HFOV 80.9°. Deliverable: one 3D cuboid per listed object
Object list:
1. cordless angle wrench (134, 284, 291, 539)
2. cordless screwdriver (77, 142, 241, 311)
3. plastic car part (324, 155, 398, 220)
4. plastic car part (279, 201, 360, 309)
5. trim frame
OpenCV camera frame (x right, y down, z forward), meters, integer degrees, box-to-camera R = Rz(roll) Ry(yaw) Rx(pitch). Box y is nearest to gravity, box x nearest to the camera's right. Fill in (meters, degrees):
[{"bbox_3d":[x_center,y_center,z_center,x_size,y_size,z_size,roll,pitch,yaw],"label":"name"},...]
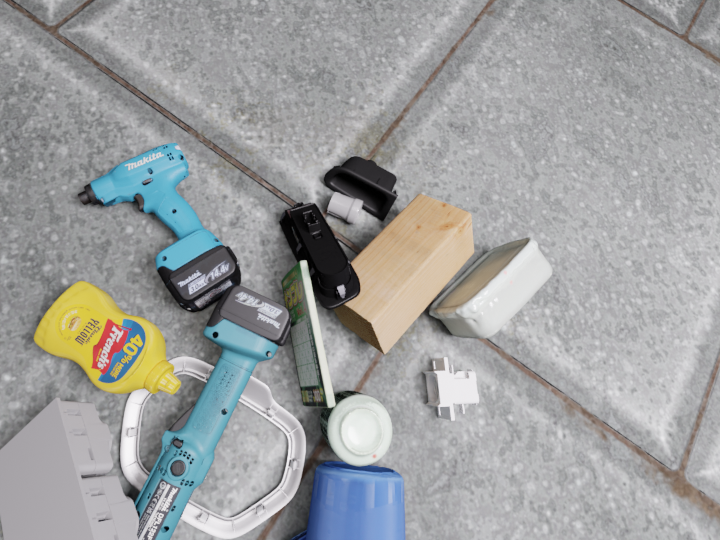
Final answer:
[{"bbox_3d":[-0.209,0.224,0.498,0.098,0.074,0.424,24,74,1],"label":"cordless angle wrench"},{"bbox_3d":[-0.283,-0.057,0.600,0.157,0.073,0.255,-29,74,-14],"label":"cordless screwdriver"},{"bbox_3d":[0.010,-0.144,0.671,0.118,0.065,0.070,33,57,6],"label":"plastic car part"},{"bbox_3d":[-0.056,-0.037,0.576,0.065,0.065,0.213,-14,47,-17],"label":"plastic car part"},{"bbox_3d":[-0.190,0.220,0.546,0.251,0.027,0.184,29,71,5],"label":"trim frame"}]
